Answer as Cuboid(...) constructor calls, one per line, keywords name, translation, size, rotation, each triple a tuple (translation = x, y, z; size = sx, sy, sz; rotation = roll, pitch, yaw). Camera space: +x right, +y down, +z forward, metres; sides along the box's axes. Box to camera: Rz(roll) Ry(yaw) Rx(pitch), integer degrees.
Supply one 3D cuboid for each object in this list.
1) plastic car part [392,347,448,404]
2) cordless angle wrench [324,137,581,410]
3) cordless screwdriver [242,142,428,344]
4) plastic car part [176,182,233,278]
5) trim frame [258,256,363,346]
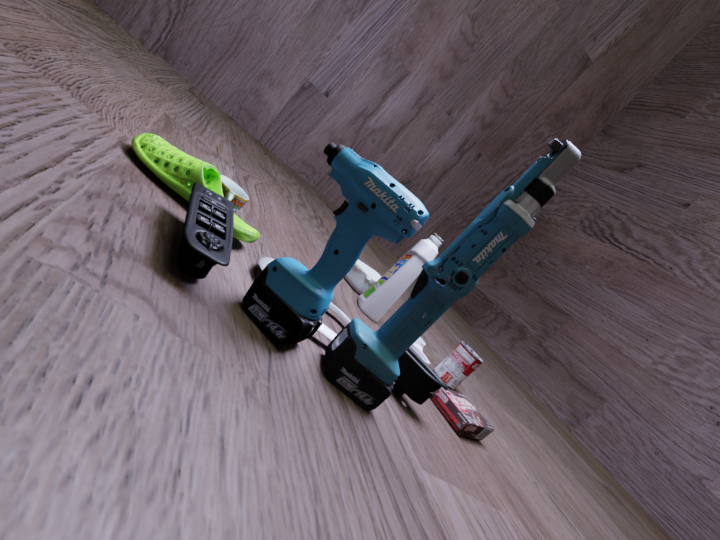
Cuboid(name="plastic car part", translation=(0.078, 0.173, 0.707), size=(0.123, 0.071, 0.062), rotation=(48, 10, 35))
Cuboid(name="cordless angle wrench", translation=(0.122, 0.002, 0.554), size=(0.096, 0.424, 0.075), rotation=(41, 9, -10))
Cuboid(name="cordless screwdriver", translation=(-0.053, -0.035, 0.546), size=(0.164, 0.249, 0.072), rotation=(45, 9, 16))
Cuboid(name="plastic car part", translation=(-0.208, -0.052, 0.554), size=(0.063, 0.067, 0.212), rotation=(37, 9, -30))
Cuboid(name="trim frame", translation=(-0.078, 0.063, 0.709), size=(0.239, 0.027, 0.191), rotation=(39, 9, -23))
